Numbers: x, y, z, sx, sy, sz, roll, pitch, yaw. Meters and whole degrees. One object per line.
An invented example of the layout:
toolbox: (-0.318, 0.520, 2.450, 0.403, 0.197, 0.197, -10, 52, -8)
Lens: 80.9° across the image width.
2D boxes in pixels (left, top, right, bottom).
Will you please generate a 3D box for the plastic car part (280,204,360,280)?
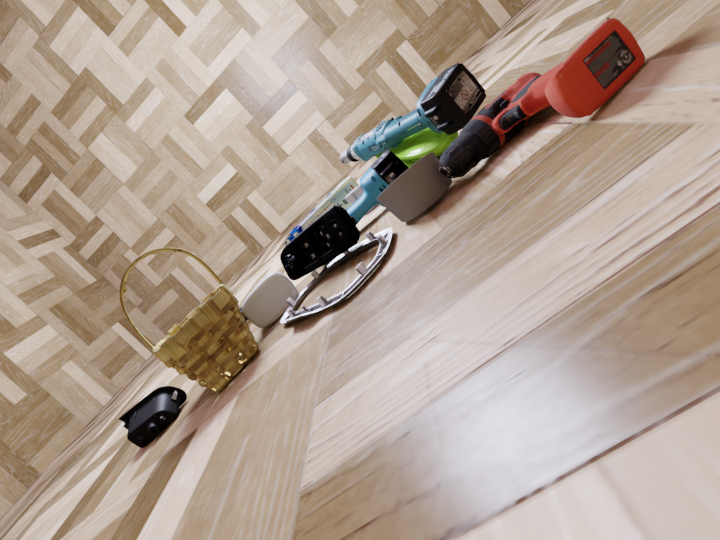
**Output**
plastic car part: (-0.069, -0.045, 0.705, 0.208, 0.066, 0.066, -31, 7, 44)

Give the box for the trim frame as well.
trim frame: (-0.042, 0.011, 0.629, 0.255, 0.027, 0.183, -22, 26, 53)

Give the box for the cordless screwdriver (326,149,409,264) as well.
cordless screwdriver: (-0.008, -0.121, 0.832, 0.249, 0.073, 0.162, -46, 12, 8)

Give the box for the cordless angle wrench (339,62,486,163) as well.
cordless angle wrench: (0.059, -0.275, 0.851, 0.098, 0.072, 0.438, -55, 22, -17)

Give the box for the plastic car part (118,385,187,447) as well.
plastic car part: (-0.365, 0.263, 0.743, 0.117, 0.063, 0.074, -39, 26, 5)
